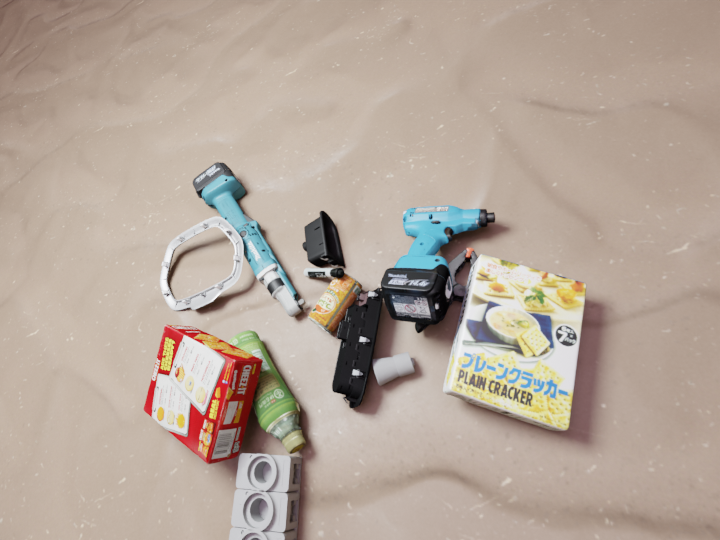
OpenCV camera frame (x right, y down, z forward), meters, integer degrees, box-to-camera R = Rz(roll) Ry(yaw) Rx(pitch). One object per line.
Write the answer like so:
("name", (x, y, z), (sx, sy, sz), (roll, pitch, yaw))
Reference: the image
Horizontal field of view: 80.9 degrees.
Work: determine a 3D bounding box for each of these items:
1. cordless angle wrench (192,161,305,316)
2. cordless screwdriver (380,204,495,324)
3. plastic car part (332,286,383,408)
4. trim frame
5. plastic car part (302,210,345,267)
("cordless angle wrench", (-0.239, -0.069, 0.907), (0.098, 0.071, 0.443), (-37, 60, -1))
("cordless screwdriver", (0.131, -0.027, 0.699), (0.165, 0.071, 0.250), (-2, 40, 24))
("plastic car part", (-0.007, 0.125, 0.713), (0.068, 0.065, 0.206), (-32, 46, 60))
("trim frame", (-0.347, -0.012, 0.904), (0.254, 0.026, 0.189), (-22, 71, 22))
("plastic car part", (-0.083, -0.054, 0.851), (0.072, 0.062, 0.121), (-28, 55, 20))
